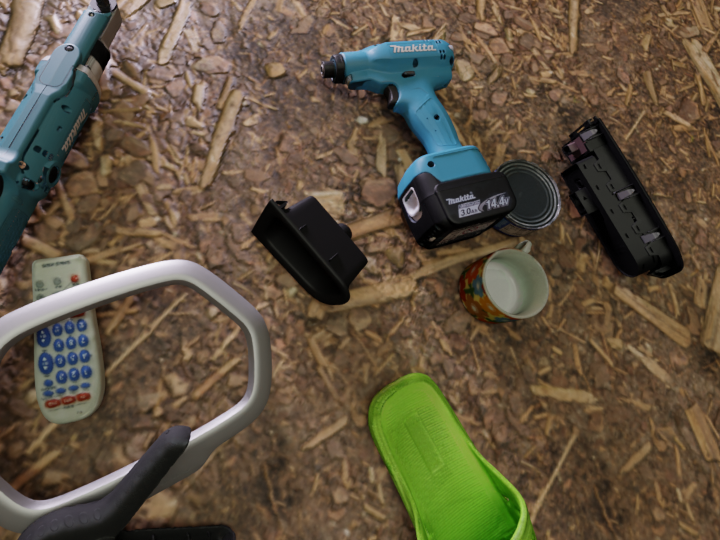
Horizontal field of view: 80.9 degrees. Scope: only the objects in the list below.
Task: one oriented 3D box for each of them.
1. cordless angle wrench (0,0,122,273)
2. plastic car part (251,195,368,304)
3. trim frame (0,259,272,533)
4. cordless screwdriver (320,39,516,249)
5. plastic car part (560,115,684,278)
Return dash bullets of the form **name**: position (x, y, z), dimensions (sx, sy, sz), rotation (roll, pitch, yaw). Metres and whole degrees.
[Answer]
- **cordless angle wrench**: position (-0.304, -0.092, 0.379), dimensions (0.073, 0.098, 0.429), rotation (14, 67, -10)
- **plastic car part**: position (-0.041, -0.027, 0.423), dimensions (0.117, 0.067, 0.070), rotation (45, 55, 0)
- **trim frame**: position (-0.190, 0.095, 0.348), dimensions (0.242, 0.028, 0.184), rotation (-23, 90, -27)
- **cordless screwdriver**: position (0.055, -0.149, 0.469), dimensions (0.156, 0.074, 0.255), rotation (-10, 72, -14)
- **plastic car part**: position (0.297, -0.076, 0.497), dimensions (0.066, 0.066, 0.206), rotation (-27, 80, -9)
